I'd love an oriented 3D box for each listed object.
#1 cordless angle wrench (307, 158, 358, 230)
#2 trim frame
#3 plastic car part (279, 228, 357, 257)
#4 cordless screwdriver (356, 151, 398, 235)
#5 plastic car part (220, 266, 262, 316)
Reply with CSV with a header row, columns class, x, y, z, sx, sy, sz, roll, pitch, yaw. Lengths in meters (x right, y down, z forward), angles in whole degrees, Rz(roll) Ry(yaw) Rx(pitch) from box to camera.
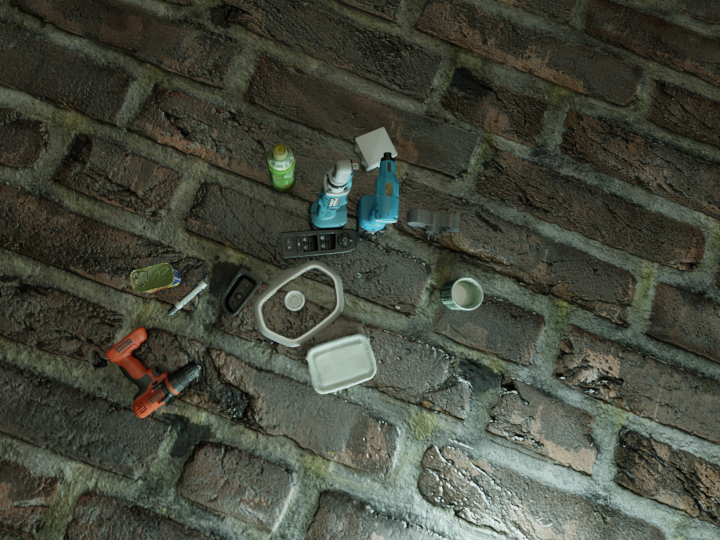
class,x,y,z,sx,sy,sz,roll,pitch,yaw
cordless angle wrench,-0.062,-0.162,0.939,0.097,0.423,0.075,-4,85,-9
trim frame,-0.157,0.082,1.093,0.247,0.027,0.186,-37,85,-8
plastic car part,-0.108,-0.070,1.101,0.201,0.067,0.067,-5,83,-5
cordless screwdriver,0.043,-0.175,1.035,0.074,0.249,0.160,3,83,-8
plastic car part,-0.305,0.058,1.067,0.066,0.071,0.116,34,80,-1
